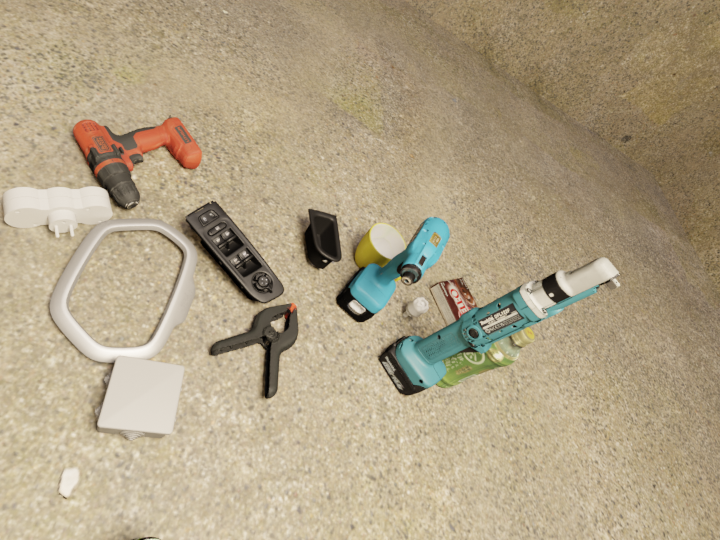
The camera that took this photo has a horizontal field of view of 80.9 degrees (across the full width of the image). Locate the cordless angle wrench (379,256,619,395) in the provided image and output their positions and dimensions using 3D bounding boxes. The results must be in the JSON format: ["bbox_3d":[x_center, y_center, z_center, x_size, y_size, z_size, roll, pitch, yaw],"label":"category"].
[{"bbox_3d":[0.190,0.091,0.666,0.072,0.428,0.100,-22,76,-43],"label":"cordless angle wrench"}]

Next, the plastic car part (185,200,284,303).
[{"bbox_3d":[-0.218,-0.020,0.727,0.204,0.068,0.065,47,45,4],"label":"plastic car part"}]

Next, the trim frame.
[{"bbox_3d":[-0.344,0.020,0.641,0.178,0.028,0.255,21,49,-20],"label":"trim frame"}]

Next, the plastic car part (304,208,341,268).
[{"bbox_3d":[-0.082,-0.054,0.840,0.063,0.072,0.120,12,53,-29],"label":"plastic car part"}]

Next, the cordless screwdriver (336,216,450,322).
[{"bbox_3d":[0.047,0.017,0.748,0.074,0.252,0.158,42,45,-6],"label":"cordless screwdriver"}]
